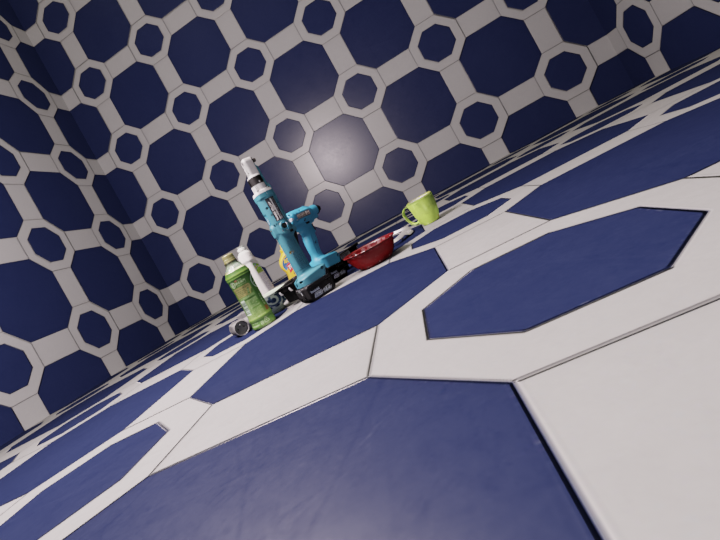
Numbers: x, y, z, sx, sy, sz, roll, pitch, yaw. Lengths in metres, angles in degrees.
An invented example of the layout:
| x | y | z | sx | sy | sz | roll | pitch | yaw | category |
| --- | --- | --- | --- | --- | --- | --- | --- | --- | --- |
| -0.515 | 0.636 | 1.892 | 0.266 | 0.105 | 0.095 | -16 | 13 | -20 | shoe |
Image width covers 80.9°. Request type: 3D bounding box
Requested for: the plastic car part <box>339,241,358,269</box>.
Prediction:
| x | y | z | sx | sy | sz | roll | pitch | yaw | category |
| --- | --- | --- | --- | --- | --- | --- | --- | --- | --- |
| -0.081 | -0.018 | 1.395 | 0.199 | 0.067 | 0.068 | -32 | 5 | -27 | plastic car part |

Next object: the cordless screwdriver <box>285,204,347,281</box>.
| x | y | z | sx | sy | sz | roll | pitch | yaw | category |
| --- | --- | --- | --- | --- | --- | --- | --- | --- | --- |
| -0.126 | -0.082 | 1.288 | 0.076 | 0.248 | 0.155 | -28 | 2 | 41 | cordless screwdriver |

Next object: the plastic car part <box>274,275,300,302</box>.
| x | y | z | sx | sy | sz | roll | pitch | yaw | category |
| --- | --- | --- | --- | --- | --- | --- | --- | --- | --- |
| -0.197 | 0.059 | 1.281 | 0.067 | 0.070 | 0.115 | -27 | 5 | 22 | plastic car part |

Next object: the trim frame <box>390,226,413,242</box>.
| x | y | z | sx | sy | sz | roll | pitch | yaw | category |
| --- | --- | --- | --- | --- | --- | --- | --- | --- | --- |
| 0.092 | -0.097 | 1.447 | 0.188 | 0.027 | 0.245 | -26 | 7 | 23 | trim frame |

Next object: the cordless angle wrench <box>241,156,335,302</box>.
| x | y | z | sx | sy | sz | roll | pitch | yaw | category |
| --- | --- | --- | --- | --- | --- | --- | --- | --- | --- |
| -0.211 | -0.115 | 1.137 | 0.096 | 0.422 | 0.076 | -29 | 1 | -30 | cordless angle wrench |
